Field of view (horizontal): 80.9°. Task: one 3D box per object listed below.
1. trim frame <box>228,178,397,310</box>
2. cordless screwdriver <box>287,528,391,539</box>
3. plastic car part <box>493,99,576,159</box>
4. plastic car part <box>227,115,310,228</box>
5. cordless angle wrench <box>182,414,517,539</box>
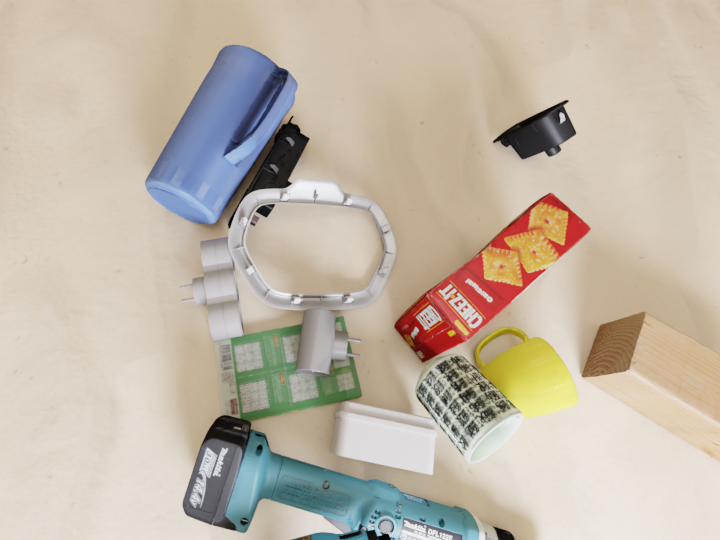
[{"bbox_3d":[-0.057,-0.038,0.587,0.241,0.028,0.187,1,75,-18],"label":"trim frame"},{"bbox_3d":[-0.024,0.384,0.399,0.157,0.074,0.251,-11,83,-8],"label":"cordless screwdriver"},{"bbox_3d":[0.287,-0.213,0.674,0.065,0.120,0.069,-38,103,-18],"label":"plastic car part"},{"bbox_3d":[-0.129,-0.146,0.636,0.066,0.067,0.205,22,68,-9],"label":"plastic car part"},{"bbox_3d":[0.021,0.274,0.475,0.422,0.074,0.098,18,86,-2],"label":"cordless angle wrench"}]
